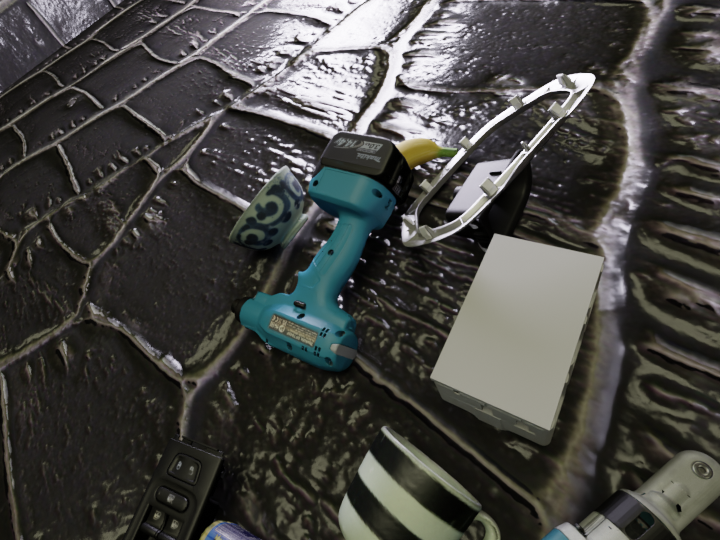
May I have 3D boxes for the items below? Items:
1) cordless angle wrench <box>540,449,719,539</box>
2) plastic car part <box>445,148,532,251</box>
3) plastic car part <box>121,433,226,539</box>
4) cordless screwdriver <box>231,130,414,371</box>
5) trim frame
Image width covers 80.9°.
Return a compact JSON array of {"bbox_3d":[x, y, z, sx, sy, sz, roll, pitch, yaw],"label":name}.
[{"bbox_3d":[0.059,0.246,0.249,0.420,0.093,0.078,-36,47,-7],"label":"cordless angle wrench"},{"bbox_3d":[0.135,-0.078,0.466,0.075,0.062,0.116,6,55,43],"label":"plastic car part"},{"bbox_3d":[-0.173,0.254,0.354,0.069,0.064,0.205,8,57,19],"label":"plastic car part"},{"bbox_3d":[-0.047,-0.030,0.476,0.167,0.070,0.250,15,79,31],"label":"cordless screwdriver"},{"bbox_3d":[0.130,-0.118,0.446,0.248,0.027,0.190,-46,18,-4],"label":"trim frame"}]
